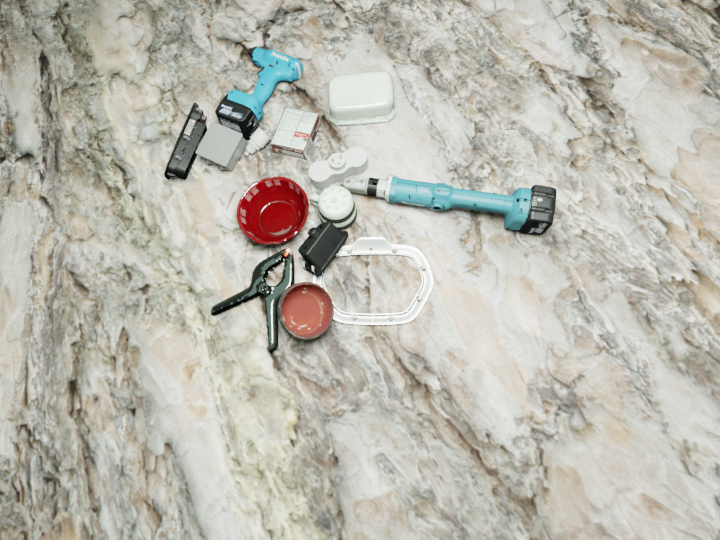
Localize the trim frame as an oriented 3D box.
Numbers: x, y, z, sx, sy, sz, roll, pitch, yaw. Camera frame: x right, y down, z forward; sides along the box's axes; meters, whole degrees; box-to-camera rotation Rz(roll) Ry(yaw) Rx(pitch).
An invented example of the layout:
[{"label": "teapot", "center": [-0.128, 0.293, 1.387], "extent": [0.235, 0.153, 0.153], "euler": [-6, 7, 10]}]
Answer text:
[{"label": "trim frame", "center": [0.024, 0.020, 0.878], "extent": [0.252, 0.026, 0.187], "euler": [-1, 70, 10]}]

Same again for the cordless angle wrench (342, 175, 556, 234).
[{"label": "cordless angle wrench", "center": [0.167, -0.154, 0.886], "extent": [0.435, 0.094, 0.075], "euler": [11, 77, 15]}]

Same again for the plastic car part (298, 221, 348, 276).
[{"label": "plastic car part", "center": [-0.087, -0.057, 0.886], "extent": [0.070, 0.067, 0.116], "euler": [21, 73, 50]}]

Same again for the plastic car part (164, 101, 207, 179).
[{"label": "plastic car part", "center": [-0.421, -0.306, 1.039], "extent": [0.065, 0.067, 0.204], "euler": [24, 73, -14]}]

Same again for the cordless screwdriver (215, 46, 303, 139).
[{"label": "cordless screwdriver", "center": [-0.272, -0.458, 1.061], "extent": [0.164, 0.072, 0.249], "euler": [28, 73, 15]}]
